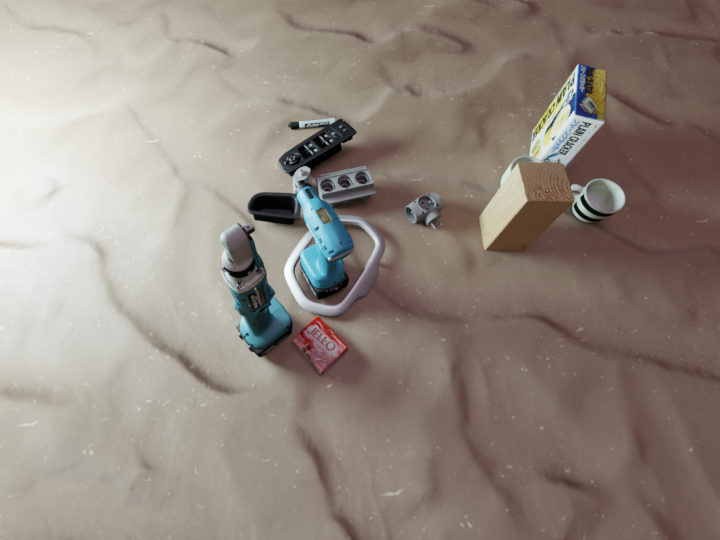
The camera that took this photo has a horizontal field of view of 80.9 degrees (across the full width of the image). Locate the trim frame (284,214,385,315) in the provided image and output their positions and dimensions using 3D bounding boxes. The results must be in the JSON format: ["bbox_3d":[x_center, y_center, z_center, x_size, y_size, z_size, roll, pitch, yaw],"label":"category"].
[{"bbox_3d":[-0.052,-0.018,0.910,0.189,0.027,0.248,28,67,12],"label":"trim frame"}]

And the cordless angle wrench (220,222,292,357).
[{"bbox_3d":[-0.168,0.042,0.664,0.097,0.415,0.077,-37,75,-20],"label":"cordless angle wrench"}]

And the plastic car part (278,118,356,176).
[{"bbox_3d":[-0.108,-0.287,1.018,0.200,0.065,0.069,-34,72,-16],"label":"plastic car part"}]

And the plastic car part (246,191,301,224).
[{"bbox_3d":[-0.189,-0.131,0.939,0.116,0.069,0.067,3,65,-1],"label":"plastic car part"}]

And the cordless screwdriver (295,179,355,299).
[{"bbox_3d":[-0.079,-0.052,0.805,0.073,0.244,0.165,-25,70,-16],"label":"cordless screwdriver"}]
